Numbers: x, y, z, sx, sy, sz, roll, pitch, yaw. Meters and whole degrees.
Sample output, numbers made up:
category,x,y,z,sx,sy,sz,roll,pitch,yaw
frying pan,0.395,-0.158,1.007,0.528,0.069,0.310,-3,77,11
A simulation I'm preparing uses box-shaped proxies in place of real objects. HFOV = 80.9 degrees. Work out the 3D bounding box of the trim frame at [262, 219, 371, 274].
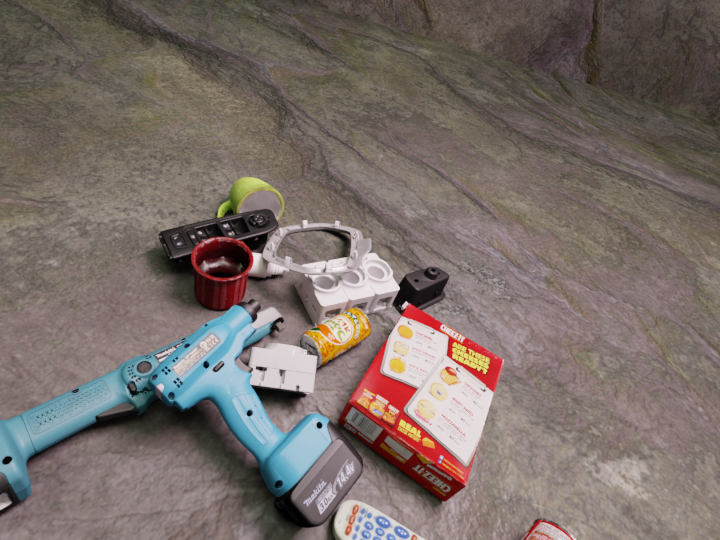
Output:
category,x,y,z,sx,sy,sz,roll,pitch,yaw
trim frame,-0.074,-0.048,0.754,0.185,0.027,0.252,4,22,2

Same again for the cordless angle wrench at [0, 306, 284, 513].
category,x,y,z,sx,sy,sz,roll,pitch,yaw
cordless angle wrench,-0.269,0.137,0.525,0.410,0.073,0.102,-26,59,-40

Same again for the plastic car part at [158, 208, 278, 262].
category,x,y,z,sx,sy,sz,roll,pitch,yaw
plastic car part,-0.235,-0.054,0.731,0.197,0.065,0.070,-23,49,-27

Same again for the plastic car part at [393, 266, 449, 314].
category,x,y,z,sx,sy,sz,roll,pitch,yaw
plastic car part,0.112,0.025,0.759,0.113,0.070,0.069,-19,56,-30

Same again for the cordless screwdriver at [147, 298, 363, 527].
category,x,y,z,sx,sy,sz,roll,pitch,yaw
cordless screwdriver,-0.106,0.156,0.500,0.253,0.074,0.157,40,55,8
